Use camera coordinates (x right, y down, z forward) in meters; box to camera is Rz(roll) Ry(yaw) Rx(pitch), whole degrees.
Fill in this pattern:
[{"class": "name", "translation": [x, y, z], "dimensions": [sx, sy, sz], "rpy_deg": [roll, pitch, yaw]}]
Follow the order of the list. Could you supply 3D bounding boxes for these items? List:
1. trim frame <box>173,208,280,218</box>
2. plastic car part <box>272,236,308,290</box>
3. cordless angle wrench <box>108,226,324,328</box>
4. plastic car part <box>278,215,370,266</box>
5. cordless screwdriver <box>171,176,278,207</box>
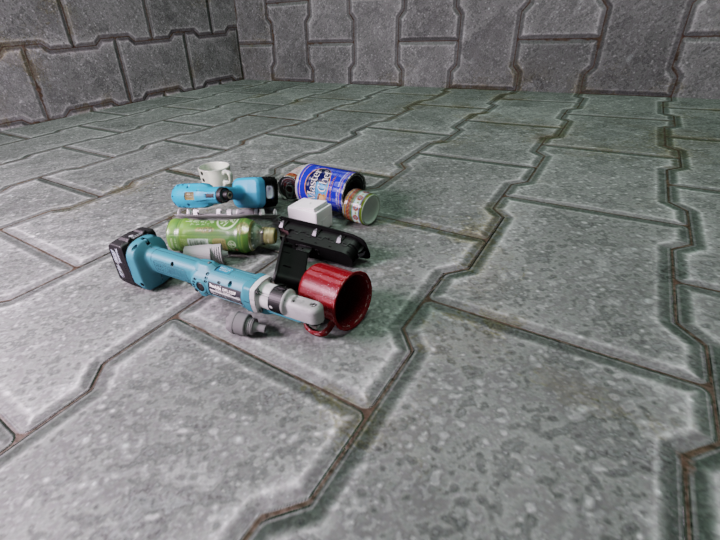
[{"class": "trim frame", "translation": [-0.304, -0.130, 0.961], "dimensions": [0.253, 0.027, 0.182], "rpy_deg": [0, 7, 9]}, {"class": "plastic car part", "translation": [-0.120, 0.001, 0.755], "dimensions": [0.070, 0.065, 0.120], "rpy_deg": [8, 33, -10]}, {"class": "cordless angle wrench", "translation": [-0.243, 0.014, 0.689], "dimensions": [0.443, 0.095, 0.073], "rpy_deg": [14, 35, 28]}, {"class": "plastic car part", "translation": [-0.081, -0.053, 0.828], "dimensions": [0.211, 0.064, 0.067], "rpy_deg": [13, 43, 24]}, {"class": "cordless screwdriver", "translation": [-0.276, -0.173, 0.950], "dimensions": [0.167, 0.073, 0.240], "rpy_deg": [5, 14, 31]}]
